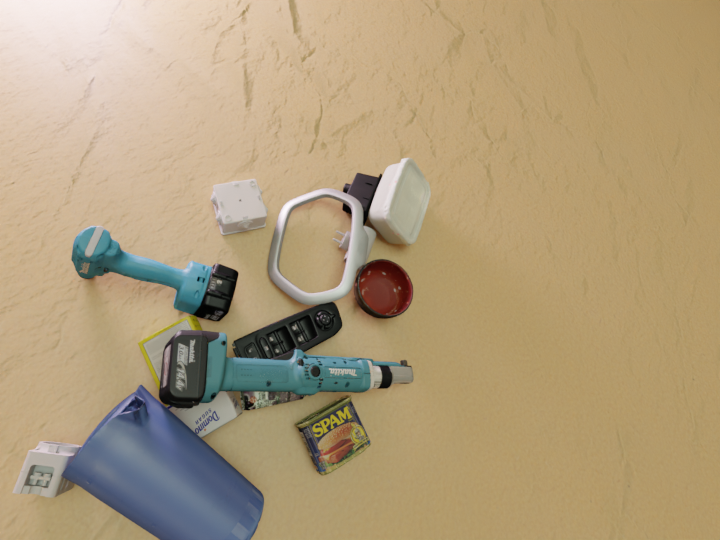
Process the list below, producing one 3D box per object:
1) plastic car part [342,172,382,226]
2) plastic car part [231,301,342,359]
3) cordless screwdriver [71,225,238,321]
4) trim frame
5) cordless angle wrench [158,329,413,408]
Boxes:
[{"bbox_3d":[-0.004,-0.159,0.889,0.072,0.064,0.118,16,61,4],"label":"plastic car part"},{"bbox_3d":[-0.119,0.118,0.728,0.197,0.067,0.068,-24,71,-28],"label":"plastic car part"},{"bbox_3d":[-0.336,0.014,0.690,0.238,0.163,0.076,23,61,-25],"label":"cordless screwdriver"},{"bbox_3d":[-0.079,-0.052,0.806,0.187,0.026,0.253,4,63,9],"label":"trim frame"},{"bbox_3d":[-0.084,0.160,0.658,0.405,0.075,0.101,10,62,-28],"label":"cordless angle wrench"}]
